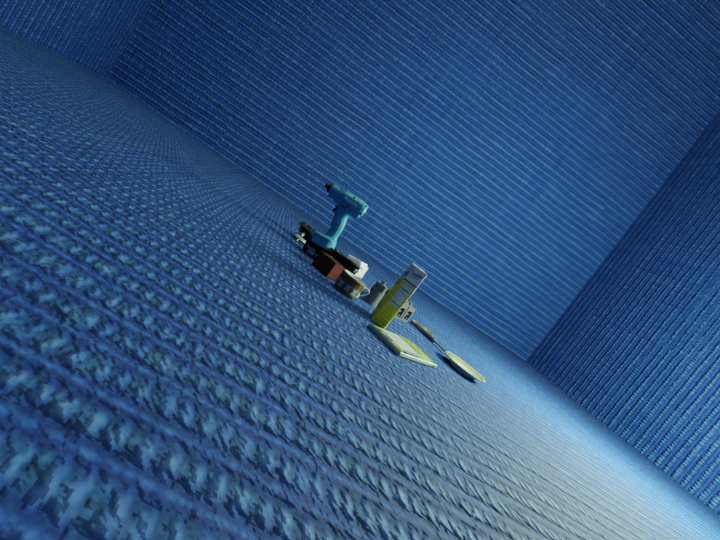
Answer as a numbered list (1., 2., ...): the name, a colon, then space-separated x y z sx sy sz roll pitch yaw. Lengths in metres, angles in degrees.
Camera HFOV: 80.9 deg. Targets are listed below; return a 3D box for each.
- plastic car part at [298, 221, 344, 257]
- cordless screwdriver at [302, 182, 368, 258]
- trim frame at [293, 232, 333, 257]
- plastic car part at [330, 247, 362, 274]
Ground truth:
1. plastic car part: -0.154 -0.101 1.572 0.205 0.067 0.066 35 6 4
2. cordless screwdriver: -0.106 -0.159 1.402 0.162 0.249 0.073 36 6 7
3. trim frame: -0.150 -0.076 1.591 0.240 0.027 0.191 33 6 -19
4. plastic car part: -0.058 -0.011 1.353 0.123 0.071 0.062 39 7 37
